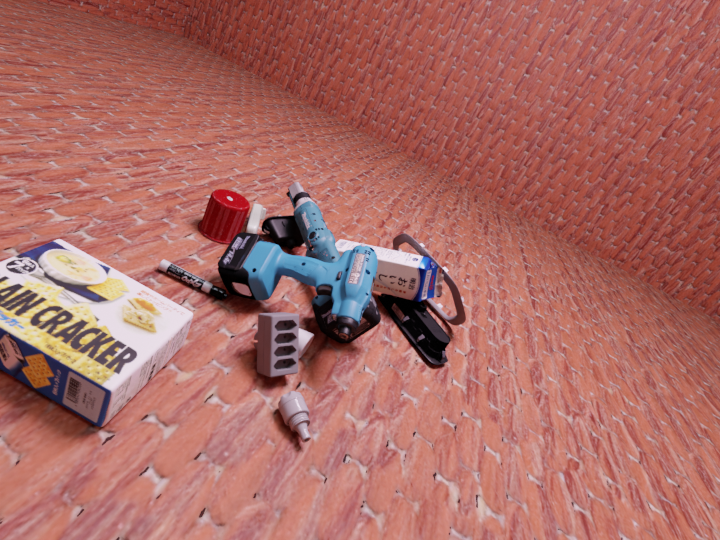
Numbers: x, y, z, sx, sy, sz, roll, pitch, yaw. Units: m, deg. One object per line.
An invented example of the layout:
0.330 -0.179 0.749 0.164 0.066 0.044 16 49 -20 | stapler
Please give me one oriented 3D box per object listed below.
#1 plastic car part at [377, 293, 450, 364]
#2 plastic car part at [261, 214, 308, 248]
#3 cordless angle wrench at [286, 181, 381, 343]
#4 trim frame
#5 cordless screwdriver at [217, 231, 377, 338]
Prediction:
0.117 0.102 0.854 0.063 0.067 0.214 16 29 -38 | plastic car part
-0.162 -0.081 0.949 0.111 0.066 0.074 -11 59 -48 | plastic car part
-0.083 -0.054 0.845 0.070 0.099 0.444 42 16 -45 | cordless angle wrench
0.150 0.017 0.945 0.027 0.177 0.261 -30 58 -18 | trim frame
-0.106 0.021 0.674 0.255 0.071 0.161 6 51 15 | cordless screwdriver
